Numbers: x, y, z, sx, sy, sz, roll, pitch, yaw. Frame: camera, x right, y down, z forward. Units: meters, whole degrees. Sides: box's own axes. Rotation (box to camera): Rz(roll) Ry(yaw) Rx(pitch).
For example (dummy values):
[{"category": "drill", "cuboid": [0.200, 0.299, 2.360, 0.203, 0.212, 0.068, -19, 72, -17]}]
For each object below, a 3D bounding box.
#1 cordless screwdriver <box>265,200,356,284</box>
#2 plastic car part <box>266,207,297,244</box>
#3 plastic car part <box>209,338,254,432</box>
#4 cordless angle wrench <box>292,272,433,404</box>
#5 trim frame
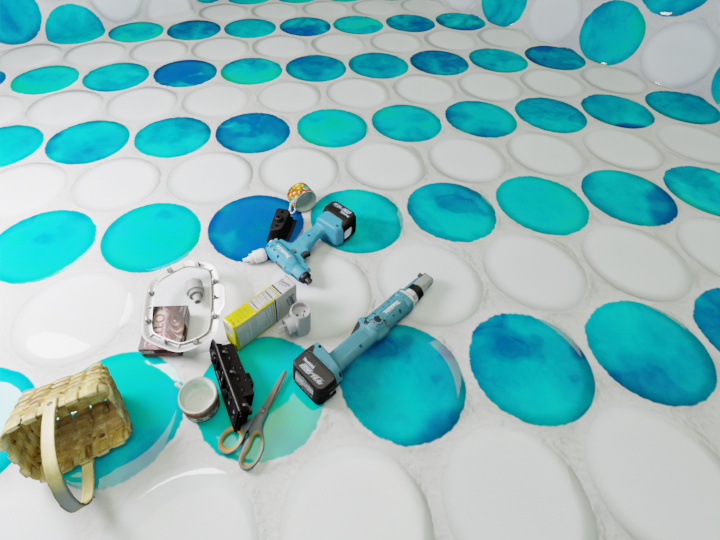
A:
[{"category": "cordless screwdriver", "cuboid": [-0.109, -0.071, 1.115, 0.245, 0.072, 0.167, -37, 59, -24]}, {"category": "plastic car part", "cuboid": [-0.221, -0.127, 1.162, 0.067, 0.069, 0.118, 8, 46, 5]}, {"category": "plastic car part", "cuboid": [-0.258, 0.215, 0.854, 0.065, 0.065, 0.214, -16, 44, -30]}, {"category": "cordless angle wrench", "cuboid": [0.032, 0.124, 0.948, 0.103, 0.072, 0.415, 37, 55, 26]}, {"category": "trim frame", "cuboid": [-0.399, 0.070, 0.958, 0.182, 0.027, 0.259, -8, 50, -8]}]
